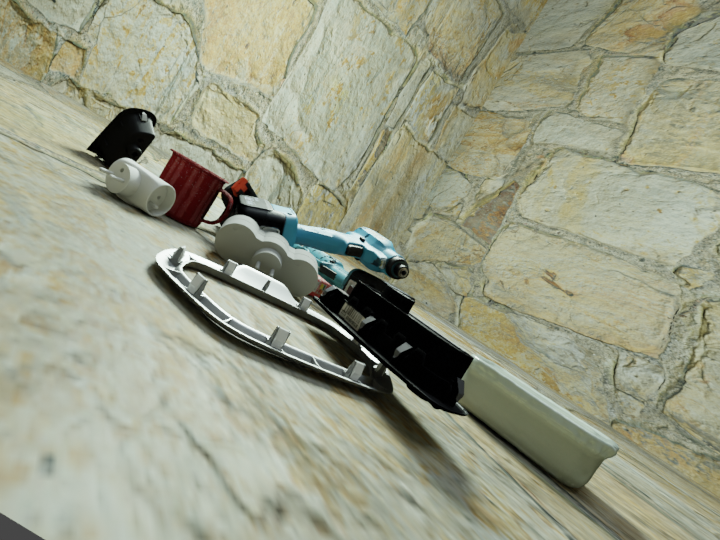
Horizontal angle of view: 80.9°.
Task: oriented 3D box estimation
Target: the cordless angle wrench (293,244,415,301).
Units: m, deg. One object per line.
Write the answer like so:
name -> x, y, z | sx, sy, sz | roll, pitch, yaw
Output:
cordless angle wrench -> -0.062, 0.000, 0.806 | 0.093, 0.074, 0.445 | 28, 1, -32

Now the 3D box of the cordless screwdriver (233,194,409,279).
cordless screwdriver -> -0.060, -0.039, 0.609 | 0.240, 0.074, 0.166 | 9, 15, -22

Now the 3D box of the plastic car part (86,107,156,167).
plastic car part -> -0.381, -0.206, 0.693 | 0.062, 0.117, 0.074 | 28, 29, -56

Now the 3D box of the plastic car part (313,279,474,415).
plastic car part -> 0.031, 0.057, 0.389 | 0.063, 0.067, 0.213 | 38, 1, -33

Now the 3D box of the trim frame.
trim frame -> -0.068, 0.040, 0.386 | 0.237, 0.027, 0.193 | 28, 3, -29
